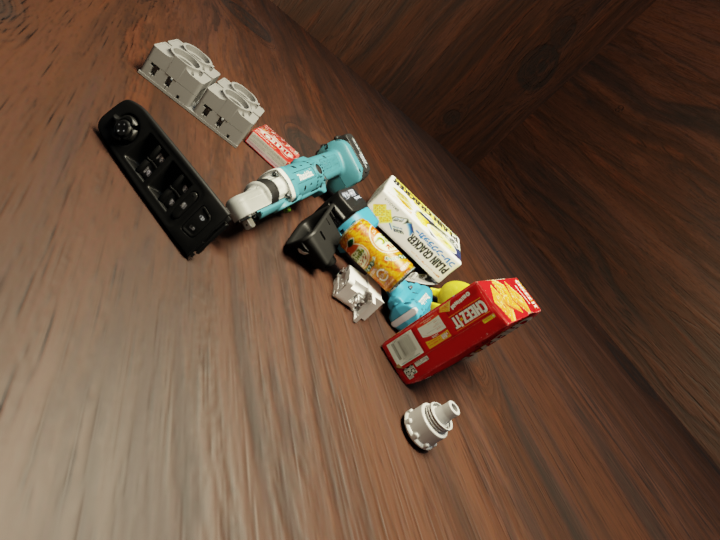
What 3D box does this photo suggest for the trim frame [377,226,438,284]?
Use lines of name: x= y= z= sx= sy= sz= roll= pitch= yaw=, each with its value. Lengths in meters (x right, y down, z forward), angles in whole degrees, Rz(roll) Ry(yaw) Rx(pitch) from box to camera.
trim frame: x=0.093 y=-0.040 z=0.889 sx=0.236 sy=0.028 sz=0.192 roll=7 pitch=45 yaw=-56

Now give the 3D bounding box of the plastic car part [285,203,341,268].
plastic car part: x=-0.061 y=-0.040 z=0.620 sx=0.069 sy=0.067 sz=0.118 roll=53 pitch=24 yaw=-20

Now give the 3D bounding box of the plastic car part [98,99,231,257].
plastic car part: x=-0.217 y=-0.112 z=0.479 sx=0.206 sy=0.067 sz=0.065 roll=48 pitch=15 yaw=8

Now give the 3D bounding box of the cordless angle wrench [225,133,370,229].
cordless angle wrench: x=-0.084 y=-0.143 z=0.654 sx=0.096 sy=0.076 sz=0.419 roll=60 pitch=25 yaw=-11

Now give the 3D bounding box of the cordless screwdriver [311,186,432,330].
cordless screwdriver: x=0.031 y=-0.025 z=0.716 sx=0.252 sy=0.075 sz=0.155 roll=52 pitch=25 yaw=7
